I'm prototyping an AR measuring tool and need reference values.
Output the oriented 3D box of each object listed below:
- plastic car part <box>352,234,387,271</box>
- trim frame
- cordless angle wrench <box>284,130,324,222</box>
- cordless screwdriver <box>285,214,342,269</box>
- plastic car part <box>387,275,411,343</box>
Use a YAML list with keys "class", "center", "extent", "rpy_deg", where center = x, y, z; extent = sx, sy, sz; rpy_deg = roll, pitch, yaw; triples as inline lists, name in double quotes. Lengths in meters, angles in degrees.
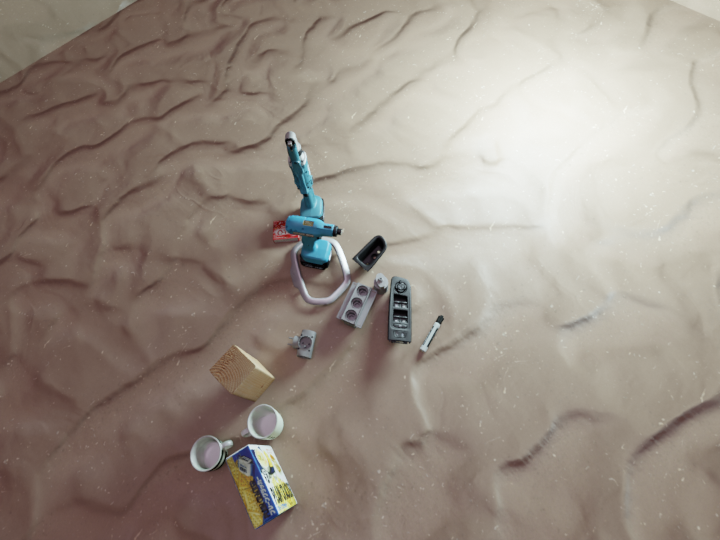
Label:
- class: "plastic car part"
  center: [0.038, -0.047, 1.321]
  extent: [0.069, 0.068, 0.116]
  rpy_deg: [39, 75, 20]
- class: "trim frame"
  center: [-0.134, -0.005, 1.350]
  extent: [0.184, 0.026, 0.258]
  rpy_deg: [-19, 64, -1]
- class: "cordless angle wrench"
  center: [-0.171, -0.269, 1.267]
  extent: [0.075, 0.409, 0.100]
  rpy_deg: [-1, 67, 3]
- class: "cordless screwdriver"
  center: [-0.124, -0.081, 1.265]
  extent: [0.163, 0.240, 0.075]
  rpy_deg: [10, 68, 9]
- class: "plastic car part"
  center: [0.115, 0.117, 1.234]
  extent: [0.067, 0.065, 0.207]
  rpy_deg: [1, 65, 6]
